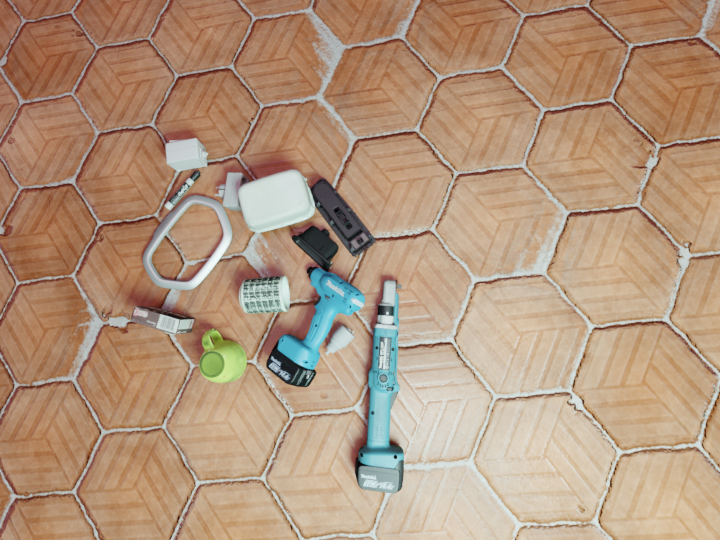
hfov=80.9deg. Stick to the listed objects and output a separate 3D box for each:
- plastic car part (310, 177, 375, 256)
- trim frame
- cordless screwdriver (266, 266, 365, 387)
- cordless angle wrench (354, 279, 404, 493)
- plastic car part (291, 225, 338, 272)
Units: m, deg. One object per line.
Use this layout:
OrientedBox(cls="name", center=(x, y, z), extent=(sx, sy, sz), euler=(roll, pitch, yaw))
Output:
OrientedBox(cls="plastic car part", center=(-0.052, -0.129, 0.978), extent=(0.066, 0.065, 0.208), euler=(-38, 76, 5))
OrientedBox(cls="trim frame", center=(-0.420, -0.067, 1.026), extent=(0.188, 0.027, 0.248), euler=(35, 88, 10))
OrientedBox(cls="cordless screwdriver", center=(-0.115, 0.117, 0.928), extent=(0.168, 0.070, 0.249), euler=(31, 87, 35))
OrientedBox(cls="cordless angle wrench", center=(0.050, 0.230, 0.902), extent=(0.099, 0.073, 0.427), euler=(3, 79, 5))
OrientedBox(cls="plastic car part", center=(-0.095, -0.062, 0.975), extent=(0.070, 0.065, 0.120), euler=(-42, 76, -18))
